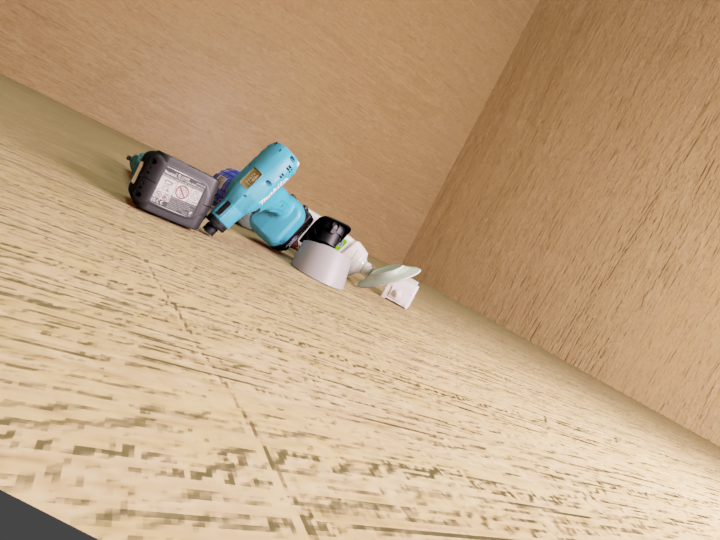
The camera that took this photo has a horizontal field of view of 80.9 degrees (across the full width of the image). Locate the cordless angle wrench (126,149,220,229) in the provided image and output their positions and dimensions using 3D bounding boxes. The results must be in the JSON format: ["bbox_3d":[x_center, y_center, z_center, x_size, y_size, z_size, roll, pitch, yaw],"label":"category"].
[{"bbox_3d":[-0.338,-0.158,0.695,0.093,0.074,0.446,25,2,-37],"label":"cordless angle wrench"}]

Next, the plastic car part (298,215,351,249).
[{"bbox_3d":[-0.080,-0.052,0.813,0.065,0.067,0.205,36,-24,-9],"label":"plastic car part"}]

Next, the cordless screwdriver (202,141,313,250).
[{"bbox_3d":[-0.157,-0.090,0.680,0.076,0.159,0.244,42,-8,7],"label":"cordless screwdriver"}]
